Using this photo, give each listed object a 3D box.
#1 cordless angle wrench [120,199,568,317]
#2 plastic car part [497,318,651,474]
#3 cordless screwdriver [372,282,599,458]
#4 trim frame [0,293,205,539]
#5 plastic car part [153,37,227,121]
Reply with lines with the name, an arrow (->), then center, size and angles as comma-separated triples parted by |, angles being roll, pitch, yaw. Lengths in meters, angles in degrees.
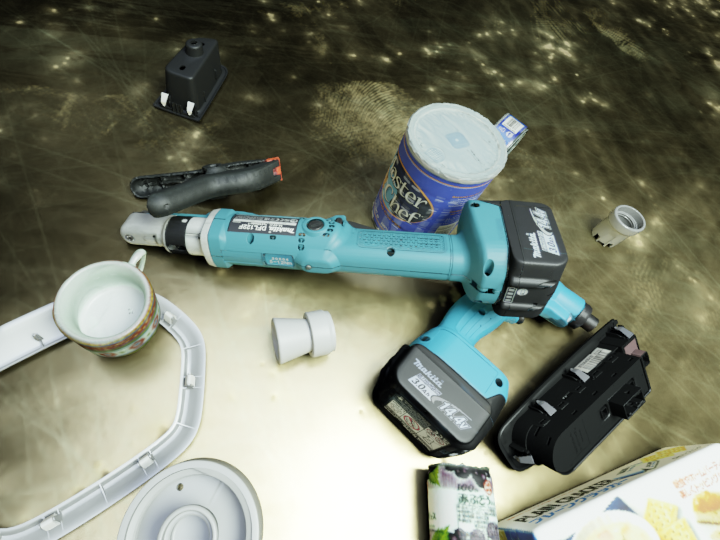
cordless angle wrench -> -0.041, -0.027, 0.418 | 0.429, 0.072, 0.100 | 4, 46, 9
plastic car part -> 0.219, 0.129, 0.408 | 0.199, 0.070, 0.064 | -28, 111, -19
cordless screwdriver -> 0.135, 0.073, 0.426 | 0.163, 0.073, 0.246 | 36, 57, 11
trim frame -> -0.253, 0.114, 0.363 | 0.244, 0.027, 0.191 | -30, 68, -21
plastic car part -> -0.222, -0.267, 0.562 | 0.066, 0.070, 0.118 | 19, 62, -3
